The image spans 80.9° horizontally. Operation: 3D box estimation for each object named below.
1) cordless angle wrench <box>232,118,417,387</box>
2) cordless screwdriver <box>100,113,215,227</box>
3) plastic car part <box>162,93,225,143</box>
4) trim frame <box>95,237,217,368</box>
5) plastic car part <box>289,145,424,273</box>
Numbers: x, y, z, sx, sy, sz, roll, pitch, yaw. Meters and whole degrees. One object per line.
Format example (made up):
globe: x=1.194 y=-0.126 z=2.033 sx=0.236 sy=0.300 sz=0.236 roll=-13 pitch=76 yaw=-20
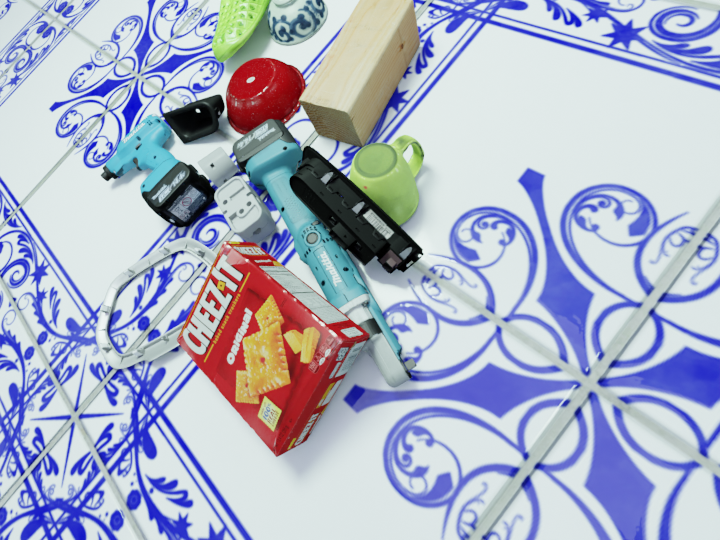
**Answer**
cordless angle wrench: x=-0.057 y=-0.037 z=0.583 sx=0.098 sy=0.071 sz=0.441 roll=-33 pitch=64 yaw=4
cordless screwdriver: x=-0.373 y=-0.168 z=0.754 sx=0.159 sy=0.070 sz=0.262 roll=-44 pitch=58 yaw=0
plastic car part: x=-0.289 y=-0.287 z=0.771 sx=0.121 sy=0.063 sz=0.072 roll=-6 pitch=46 yaw=30
trim frame: x=-0.324 y=0.049 z=0.671 sx=0.250 sy=0.026 sz=0.192 roll=-29 pitch=63 yaw=6
plastic car part: x=-0.019 y=-0.069 z=0.538 sx=0.066 sy=0.066 sz=0.206 roll=-38 pitch=81 yaw=-21
